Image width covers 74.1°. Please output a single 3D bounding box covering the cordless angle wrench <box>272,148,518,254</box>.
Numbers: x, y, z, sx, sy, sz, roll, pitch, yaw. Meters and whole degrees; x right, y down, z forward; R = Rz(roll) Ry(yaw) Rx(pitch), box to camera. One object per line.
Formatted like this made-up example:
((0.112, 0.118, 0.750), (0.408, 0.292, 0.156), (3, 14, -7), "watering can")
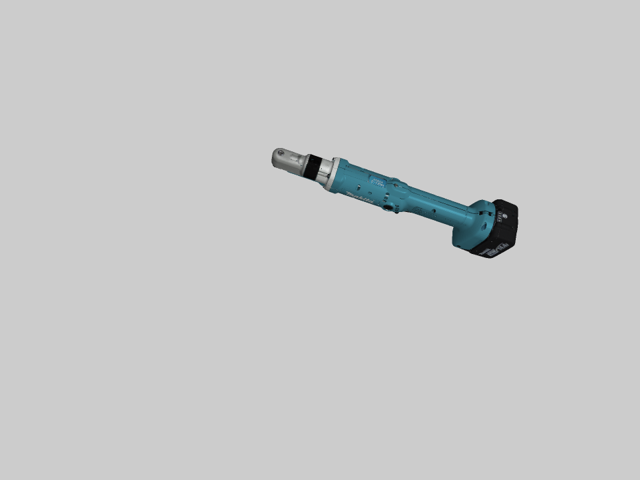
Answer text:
((0.121, -0.076, 0.719), (0.423, 0.074, 0.098), (18, -24, -5), "cordless angle wrench")
